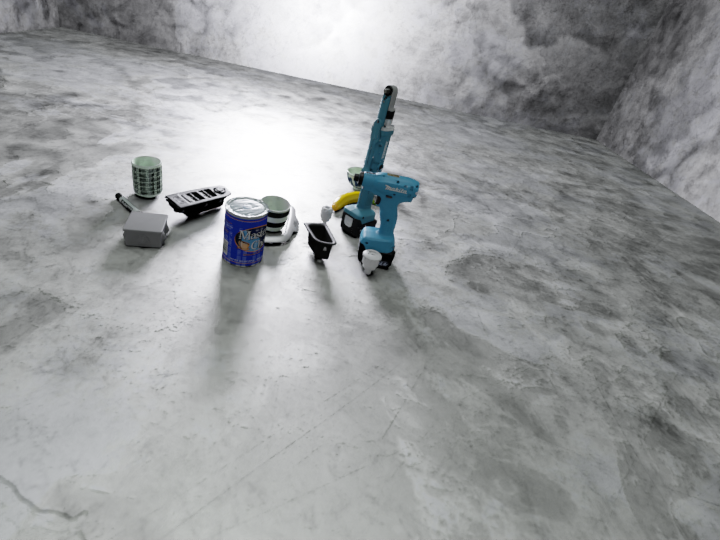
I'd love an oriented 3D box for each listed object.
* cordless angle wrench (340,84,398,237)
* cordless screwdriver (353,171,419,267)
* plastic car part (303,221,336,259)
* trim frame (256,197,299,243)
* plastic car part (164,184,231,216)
[{"bbox_3d":[0.035,-0.292,1.163,0.094,0.415,0.078,-19,46,-42],"label":"cordless angle wrench"},{"bbox_3d":[0.039,-0.133,1.082,0.159,0.244,0.076,13,32,-2],"label":"cordless screwdriver"},{"bbox_3d":[-0.108,-0.070,1.101,0.064,0.069,0.122,-1,35,-22],"label":"plastic car part"},{"bbox_3d":[-0.266,-0.147,1.206,0.182,0.027,0.256,7,33,-7],"label":"trim frame"},{"bbox_3d":[-0.445,-0.193,1.184,0.069,0.066,0.198,27,36,21],"label":"plastic car part"}]
